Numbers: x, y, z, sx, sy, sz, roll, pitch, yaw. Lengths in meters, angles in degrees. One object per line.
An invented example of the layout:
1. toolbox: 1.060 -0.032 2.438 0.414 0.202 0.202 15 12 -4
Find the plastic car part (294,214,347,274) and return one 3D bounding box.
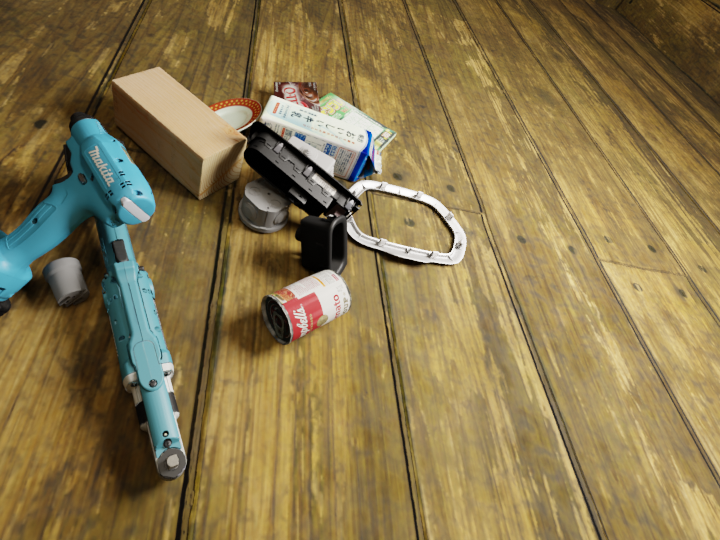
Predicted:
1. plastic car part: -0.060 -0.039 0.616 0.073 0.112 0.066 15 45 19

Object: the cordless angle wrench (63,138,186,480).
1. cordless angle wrench: -0.274 0.025 0.498 0.072 0.098 0.439 -12 63 -31

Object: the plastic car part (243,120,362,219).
1. plastic car part: -0.099 -0.136 0.638 0.200 0.067 0.067 42 58 -7

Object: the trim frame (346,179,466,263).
1. trim frame: 0.079 -0.088 0.756 0.243 0.027 0.189 13 51 -13

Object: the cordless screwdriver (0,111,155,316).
1. cordless screwdriver: -0.363 -0.063 0.461 0.247 0.072 0.165 -37 72 -7
